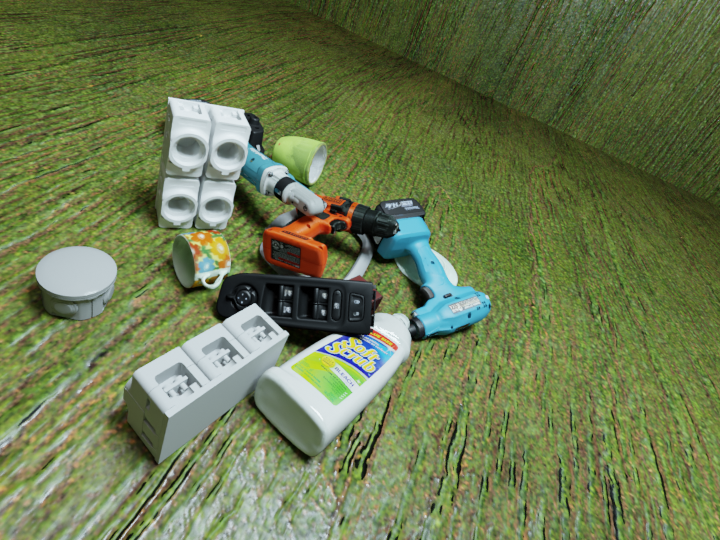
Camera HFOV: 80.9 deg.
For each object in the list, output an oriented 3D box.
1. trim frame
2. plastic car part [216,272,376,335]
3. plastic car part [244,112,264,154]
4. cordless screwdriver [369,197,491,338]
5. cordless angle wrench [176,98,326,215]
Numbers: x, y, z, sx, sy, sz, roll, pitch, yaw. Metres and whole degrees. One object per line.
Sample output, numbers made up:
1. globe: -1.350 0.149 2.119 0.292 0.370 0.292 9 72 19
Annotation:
1. trim frame: -0.071 -0.047 0.731 0.186 0.027 0.249 27 38 3
2. plastic car part: -0.084 0.037 0.553 0.204 0.066 0.067 4 8 2
3. plastic car part: -0.240 -0.306 0.923 0.063 0.070 0.123 -6 43 -34
4. cordless screwdriver: 0.088 -0.005 0.713 0.154 0.073 0.260 -15 59 -27
5. cordless angle wrench: -0.212 -0.203 0.749 0.094 0.073 0.446 -17 43 -42
